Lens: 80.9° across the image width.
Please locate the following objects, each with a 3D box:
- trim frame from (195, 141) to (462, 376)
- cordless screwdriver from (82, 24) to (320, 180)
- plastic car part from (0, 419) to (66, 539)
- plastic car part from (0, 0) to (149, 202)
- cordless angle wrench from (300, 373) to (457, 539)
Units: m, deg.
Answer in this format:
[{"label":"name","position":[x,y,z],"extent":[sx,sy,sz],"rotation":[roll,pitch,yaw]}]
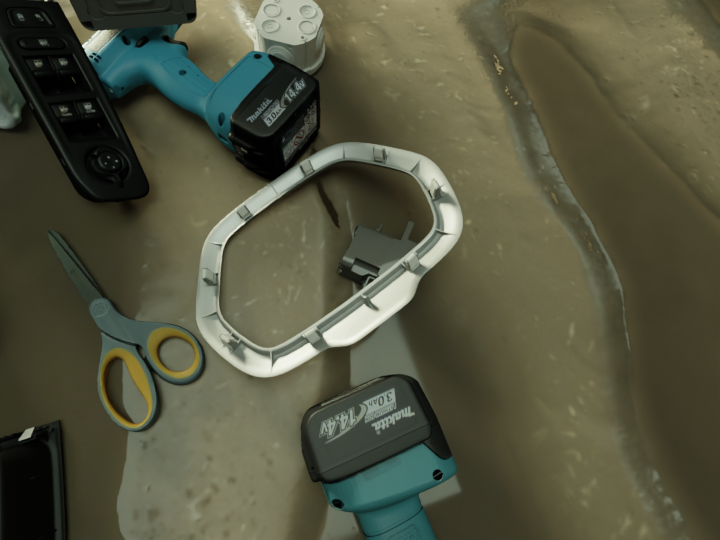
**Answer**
[{"label":"trim frame","position":[-0.035,-0.023,0.362],"extent":[0.247,0.026,0.193],"rotation":[-35,60,-6]},{"label":"cordless screwdriver","position":[-0.153,-0.207,0.436],"extent":[0.254,0.072,0.159],"rotation":[27,71,11]},{"label":"plastic car part","position":[-0.250,0.172,0.289],"extent":[0.065,0.069,0.120],"rotation":[-17,69,-9]},{"label":"plastic car part","position":[-0.270,-0.144,0.388],"extent":[0.203,0.069,0.065],"rotation":[59,36,0]},{"label":"cordless angle wrench","position":[0.077,0.283,0.265],"extent":[0.097,0.073,0.434],"rotation":[-21,74,-11]}]
